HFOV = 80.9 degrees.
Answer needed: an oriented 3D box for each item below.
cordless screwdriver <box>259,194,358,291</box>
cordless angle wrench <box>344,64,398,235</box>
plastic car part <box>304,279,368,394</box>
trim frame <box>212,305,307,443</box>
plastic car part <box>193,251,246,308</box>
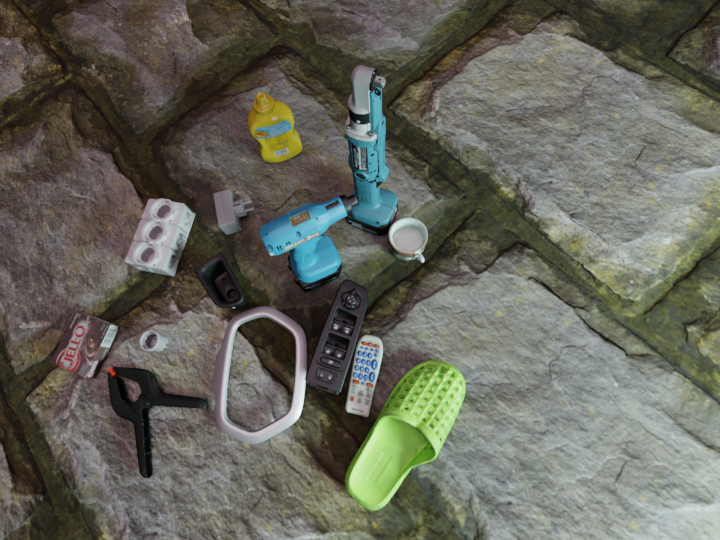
[{"bbox_3d":[-0.073,-0.048,0.751,0.159,0.241,0.077,-25,72,-4],"label":"cordless screwdriver"},{"bbox_3d":[0.012,-0.175,0.694,0.100,0.411,0.074,23,75,10],"label":"cordless angle wrench"},{"bbox_3d":[-0.036,0.119,0.779,0.068,0.065,0.204,15,73,11],"label":"plastic car part"},{"bbox_3d":[-0.192,0.190,0.796,0.186,0.027,0.253,-2,70,8],"label":"trim frame"},{"bbox_3d":[-0.268,0.034,0.842,0.066,0.069,0.121,-35,70,-7],"label":"plastic car part"}]
